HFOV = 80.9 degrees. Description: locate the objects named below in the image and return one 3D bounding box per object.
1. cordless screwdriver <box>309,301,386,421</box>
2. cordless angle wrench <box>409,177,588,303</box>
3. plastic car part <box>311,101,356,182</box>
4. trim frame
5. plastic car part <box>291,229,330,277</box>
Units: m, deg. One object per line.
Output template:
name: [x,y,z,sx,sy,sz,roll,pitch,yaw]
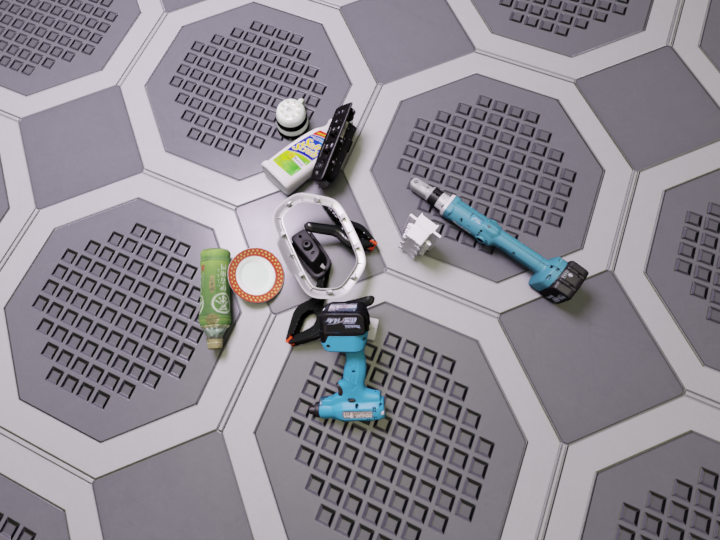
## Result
cordless screwdriver: [-0.042,0.192,0.864,0.162,0.074,0.245,-6,100,11]
cordless angle wrench: [0.288,-0.087,0.960,0.436,0.095,0.074,38,82,15]
plastic car part: [-0.059,-0.293,1.003,0.070,0.063,0.203,11,74,48]
trim frame: [-0.090,-0.059,0.916,0.180,0.028,0.252,-22,81,-20]
plastic car part: [-0.117,-0.048,0.959,0.066,0.068,0.123,-35,56,-7]
